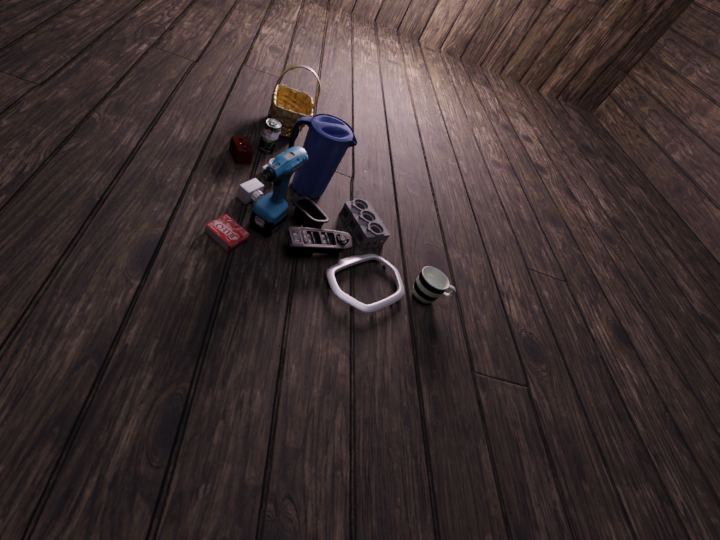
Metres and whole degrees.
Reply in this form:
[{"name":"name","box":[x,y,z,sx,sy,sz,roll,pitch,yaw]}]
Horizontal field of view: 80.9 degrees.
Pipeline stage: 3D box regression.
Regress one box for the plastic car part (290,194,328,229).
[{"name":"plastic car part","box":[-0.151,-0.152,1.211,0.064,0.070,0.121,-23,63,-41]}]

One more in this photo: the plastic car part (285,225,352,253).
[{"name":"plastic car part","box":[-0.113,-0.074,1.157,0.195,0.067,0.069,-1,51,-28]}]

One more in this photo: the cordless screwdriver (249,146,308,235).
[{"name":"cordless screwdriver","box":[-0.224,-0.193,1.083,0.075,0.248,0.158,36,43,3]}]

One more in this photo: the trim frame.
[{"name":"trim frame","box":[0.017,0.027,1.152,0.240,0.027,0.192,-21,61,-39]}]
